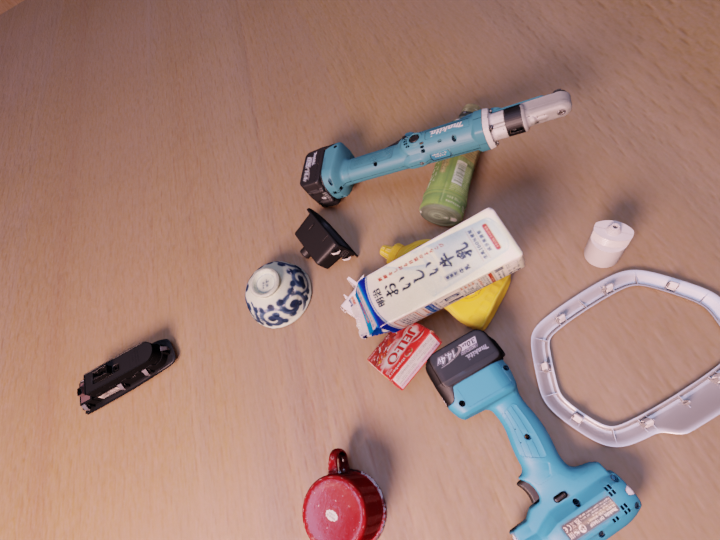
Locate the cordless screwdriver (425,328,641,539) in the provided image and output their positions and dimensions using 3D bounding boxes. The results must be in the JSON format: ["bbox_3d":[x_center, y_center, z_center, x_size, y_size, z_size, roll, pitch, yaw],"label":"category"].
[{"bbox_3d":[0.169,0.208,0.509,0.159,0.071,0.260,-36,62,0],"label":"cordless screwdriver"}]

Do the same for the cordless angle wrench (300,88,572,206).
[{"bbox_3d":[0.095,-0.195,0.675,0.440,0.070,0.100,-8,59,32],"label":"cordless angle wrench"}]

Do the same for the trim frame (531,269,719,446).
[{"bbox_3d":[0.339,0.101,0.523,0.249,0.026,0.193,-33,59,1],"label":"trim frame"}]

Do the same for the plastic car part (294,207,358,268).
[{"bbox_3d":[-0.072,-0.047,0.739,0.071,0.062,0.123,-50,55,8],"label":"plastic car part"}]

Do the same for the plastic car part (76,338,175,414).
[{"bbox_3d":[-0.429,0.179,0.758,0.204,0.064,0.069,-27,52,3],"label":"plastic car part"}]
